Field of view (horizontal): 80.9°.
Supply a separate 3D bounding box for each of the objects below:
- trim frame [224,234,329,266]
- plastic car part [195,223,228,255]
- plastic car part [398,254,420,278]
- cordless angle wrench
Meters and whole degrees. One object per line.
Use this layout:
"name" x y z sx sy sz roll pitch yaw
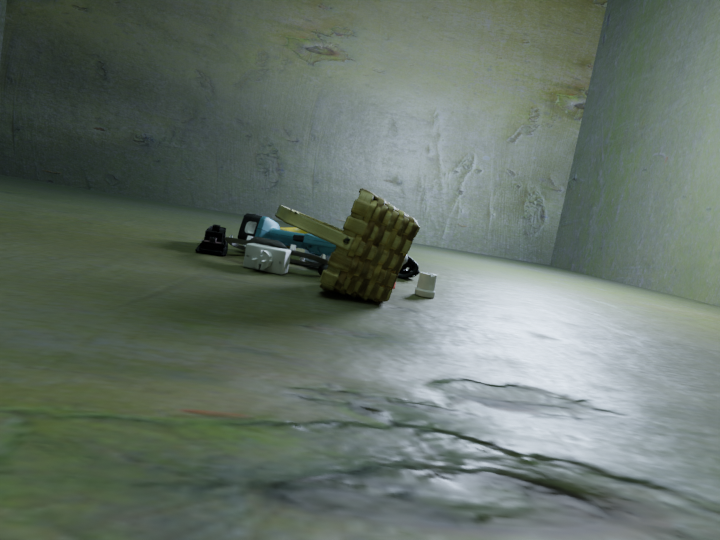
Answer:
"trim frame" -0.180 -0.043 0.932 0.254 0.028 0.179 14 -6 11
"plastic car part" -0.349 -0.077 1.010 0.065 0.067 0.208 1 7 -15
"plastic car part" 0.105 -0.016 1.092 0.122 0.066 0.067 41 7 30
"cordless angle wrench" -0.094 -0.062 0.965 0.443 0.075 0.093 12 -8 30
